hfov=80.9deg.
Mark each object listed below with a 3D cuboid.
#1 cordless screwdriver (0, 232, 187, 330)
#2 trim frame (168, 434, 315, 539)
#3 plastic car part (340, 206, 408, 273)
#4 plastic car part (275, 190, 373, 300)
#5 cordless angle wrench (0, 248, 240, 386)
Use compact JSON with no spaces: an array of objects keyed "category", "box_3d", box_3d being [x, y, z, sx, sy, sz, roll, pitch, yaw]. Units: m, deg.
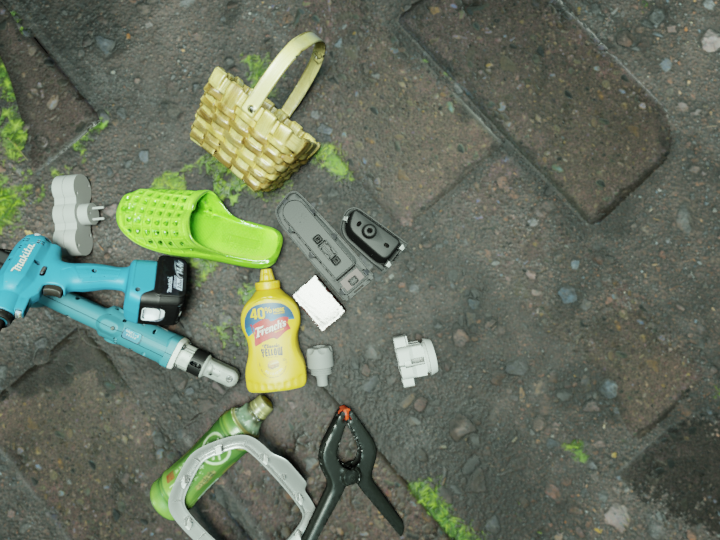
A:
[{"category":"cordless screwdriver","box_3d":[-0.387,0.034,0.618,0.241,0.074,0.165,10,42,-20]},{"category":"trim frame","box_3d":[-0.173,0.355,0.639,0.183,0.028,0.242,-35,106,-6]},{"category":"plastic car part","box_3d":[0.017,-0.056,0.685,0.117,0.071,0.066,39,86,0]},{"category":"plastic car part","box_3d":[-0.068,-0.044,0.694,0.066,0.066,0.206,-41,83,4]},{"category":"cordless angle wrench","box_3d":[-0.388,0.088,0.679,0.423,0.098,0.074,25,84,0]}]
